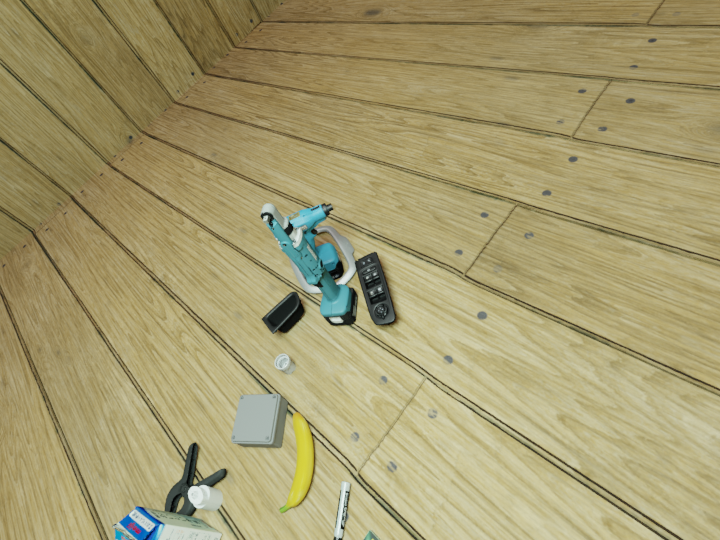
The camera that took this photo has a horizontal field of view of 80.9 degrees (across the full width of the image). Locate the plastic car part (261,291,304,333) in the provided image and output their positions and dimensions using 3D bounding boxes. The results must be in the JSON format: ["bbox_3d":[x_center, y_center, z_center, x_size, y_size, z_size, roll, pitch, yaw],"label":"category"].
[{"bbox_3d":[-0.192,0.120,1.120,0.116,0.067,0.070,-42,49,-8],"label":"plastic car part"}]

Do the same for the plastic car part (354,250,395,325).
[{"bbox_3d":[0.042,0.054,1.054,0.067,0.063,0.211,-22,49,9],"label":"plastic car part"}]

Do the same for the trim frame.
[{"bbox_3d":[-0.109,-0.034,1.220,0.184,0.026,0.262,-33,48,1],"label":"trim frame"}]

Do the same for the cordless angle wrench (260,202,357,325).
[{"bbox_3d":[-0.111,-0.008,0.951,0.076,0.401,0.100,-8,53,20],"label":"cordless angle wrench"}]

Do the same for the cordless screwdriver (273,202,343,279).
[{"bbox_3d":[-0.108,-0.071,1.106,0.161,0.236,0.078,-23,49,8],"label":"cordless screwdriver"}]
